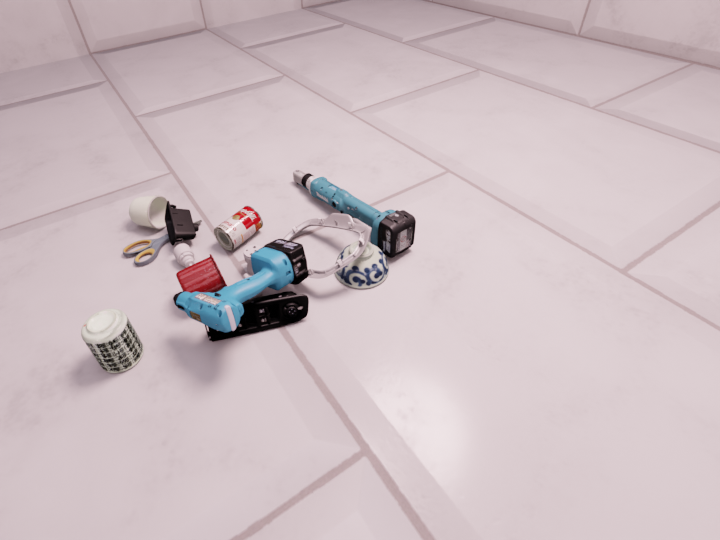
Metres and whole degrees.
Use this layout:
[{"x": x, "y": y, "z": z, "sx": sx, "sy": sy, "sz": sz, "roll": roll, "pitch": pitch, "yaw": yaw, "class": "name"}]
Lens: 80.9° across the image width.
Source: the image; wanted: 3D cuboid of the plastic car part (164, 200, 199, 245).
[{"x": -0.437, "y": -0.110, "z": 1.041, "sx": 0.068, "sy": 0.065, "sz": 0.122, "roll": -7, "pitch": 49, "yaw": -34, "class": "plastic car part"}]

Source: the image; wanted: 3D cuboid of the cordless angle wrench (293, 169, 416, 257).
[{"x": -0.045, "y": -0.173, "z": 1.068, "sx": 0.072, "sy": 0.095, "sz": 0.448, "roll": -28, "pitch": 45, "yaw": -29, "class": "cordless angle wrench"}]

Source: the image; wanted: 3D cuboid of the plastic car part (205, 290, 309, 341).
[{"x": -0.201, "y": 0.083, "z": 0.835, "sx": 0.202, "sy": 0.065, "sz": 0.069, "roll": -10, "pitch": 18, "yaw": -4, "class": "plastic car part"}]

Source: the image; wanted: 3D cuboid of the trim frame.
[{"x": -0.092, "y": -0.060, "z": 0.943, "sx": 0.262, "sy": 0.026, "sz": 0.183, "roll": 13, "pitch": 55, "yaw": 43, "class": "trim frame"}]

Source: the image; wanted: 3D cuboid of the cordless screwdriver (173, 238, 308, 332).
[{"x": -0.226, "y": 0.021, "z": 0.816, "sx": 0.167, "sy": 0.072, "sz": 0.244, "roll": 11, "pitch": 34, "yaw": 34, "class": "cordless screwdriver"}]
